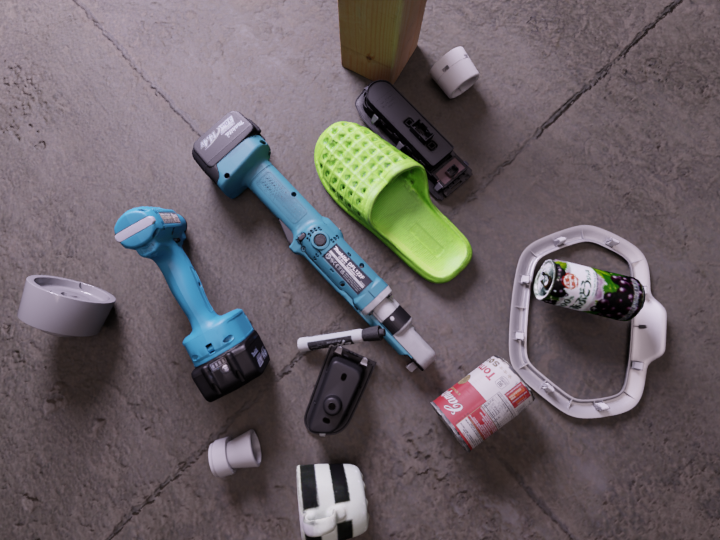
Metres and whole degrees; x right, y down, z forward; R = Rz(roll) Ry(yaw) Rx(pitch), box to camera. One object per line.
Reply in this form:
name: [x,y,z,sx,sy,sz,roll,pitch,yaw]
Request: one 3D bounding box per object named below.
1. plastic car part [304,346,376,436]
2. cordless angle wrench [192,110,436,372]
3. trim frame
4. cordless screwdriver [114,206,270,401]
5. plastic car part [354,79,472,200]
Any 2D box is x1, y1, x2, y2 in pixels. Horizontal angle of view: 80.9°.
plastic car part: [-0.031,0.157,0.530,0.067,0.070,0.117,22,79,6]
cordless angle wrench: [-0.056,-0.036,0.571,0.098,0.073,0.430,-43,82,-4]
trim frame: [0.290,0.061,0.545,0.186,0.027,0.250,10,79,5]
cordless screwdriver: [-0.209,0.030,0.549,0.074,0.161,0.247,-29,96,-1]
plastic car part: [0.068,-0.195,0.595,0.066,0.065,0.208,-42,77,2]
